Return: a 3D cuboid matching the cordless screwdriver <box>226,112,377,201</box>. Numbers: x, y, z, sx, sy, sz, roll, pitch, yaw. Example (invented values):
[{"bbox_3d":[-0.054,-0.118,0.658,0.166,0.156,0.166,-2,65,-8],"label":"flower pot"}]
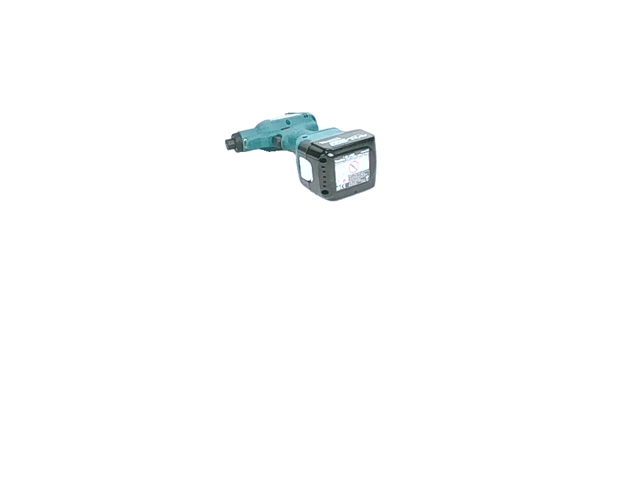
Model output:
[{"bbox_3d":[-0.035,-0.135,0.638,0.158,0.074,0.249,-19,33,-21],"label":"cordless screwdriver"}]
